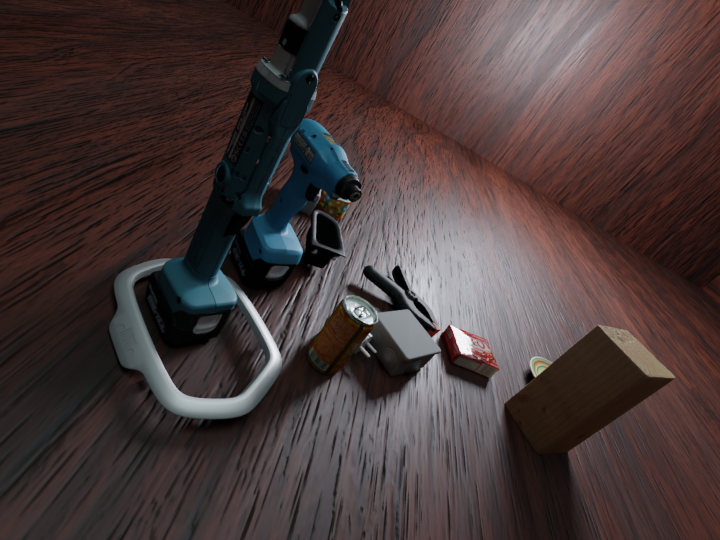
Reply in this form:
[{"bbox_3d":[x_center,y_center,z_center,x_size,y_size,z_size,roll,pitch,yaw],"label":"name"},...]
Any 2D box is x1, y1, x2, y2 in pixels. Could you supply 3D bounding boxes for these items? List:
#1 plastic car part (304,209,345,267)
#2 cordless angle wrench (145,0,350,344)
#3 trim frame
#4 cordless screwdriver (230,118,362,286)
[{"bbox_3d":[-0.075,-0.049,0.765,0.064,0.071,0.121,21,31,-22],"label":"plastic car part"},{"bbox_3d":[-0.119,-0.093,0.430,0.071,0.423,0.103,-1,45,-47],"label":"cordless angle wrench"},{"bbox_3d":[-0.199,0.070,0.511,0.175,0.027,0.261,-4,44,-46],"label":"trim frame"},{"bbox_3d":[-0.094,-0.073,0.601,0.071,0.248,0.167,5,40,-42],"label":"cordless screwdriver"}]
